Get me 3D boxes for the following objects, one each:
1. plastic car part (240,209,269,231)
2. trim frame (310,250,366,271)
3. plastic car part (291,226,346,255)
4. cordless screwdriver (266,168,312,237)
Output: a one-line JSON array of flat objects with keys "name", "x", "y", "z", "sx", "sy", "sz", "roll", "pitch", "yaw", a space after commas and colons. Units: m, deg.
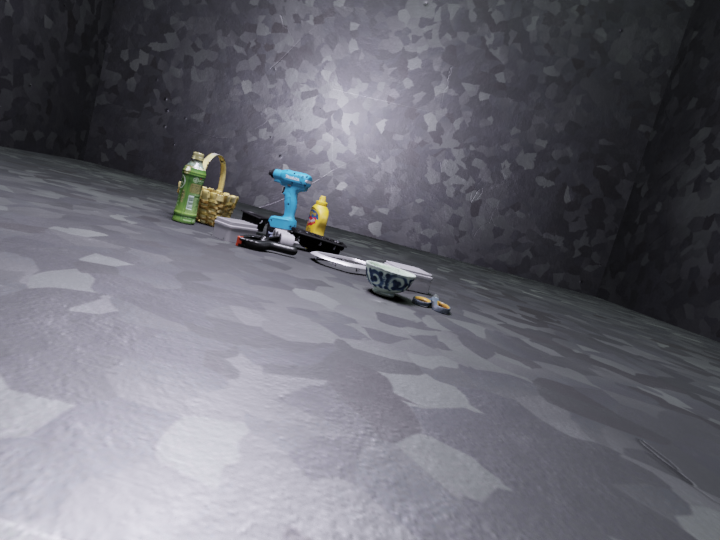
[{"name": "plastic car part", "x": -0.386, "y": -0.172, "z": 1.524, "sx": 0.123, "sy": 0.070, "sz": 0.063, "roll": 20, "pitch": 8, "yaw": 32}, {"name": "trim frame", "x": -0.039, "y": -0.023, "z": 1.277, "sx": 0.195, "sy": 0.027, "sz": 0.236, "roll": 22, "pitch": 11, "yaw": 42}, {"name": "plastic car part", "x": -0.139, "y": -0.091, "z": 1.423, "sx": 0.195, "sy": 0.067, "sz": 0.069, "roll": 11, "pitch": 8, "yaw": -24}, {"name": "cordless screwdriver", "x": -0.269, "y": -0.224, "z": 1.457, "sx": 0.165, "sy": 0.248, "sz": 0.072, "roll": 18, "pitch": 6, "yaw": 20}]
